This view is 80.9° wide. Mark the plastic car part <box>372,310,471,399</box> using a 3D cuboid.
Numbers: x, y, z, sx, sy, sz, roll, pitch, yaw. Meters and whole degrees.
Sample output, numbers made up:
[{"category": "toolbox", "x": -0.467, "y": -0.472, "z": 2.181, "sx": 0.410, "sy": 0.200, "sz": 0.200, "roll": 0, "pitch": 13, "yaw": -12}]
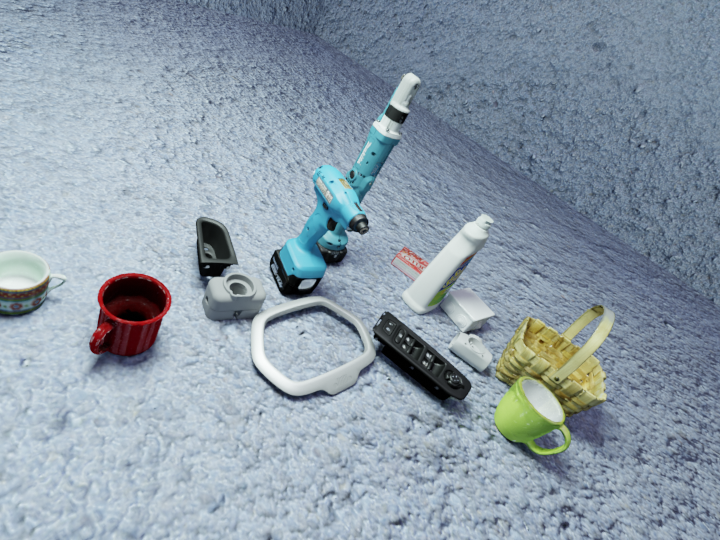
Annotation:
[{"category": "plastic car part", "x": 0.104, "y": 0.168, "z": 0.770, "sx": 0.207, "sy": 0.067, "sz": 0.065, "roll": 35, "pitch": 33, "yaw": 10}]

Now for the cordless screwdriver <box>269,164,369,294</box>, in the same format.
[{"category": "cordless screwdriver", "x": -0.075, "y": -0.049, "z": 0.767, "sx": 0.071, "sy": 0.248, "sz": 0.167, "roll": 2, "pitch": 43, "yaw": -38}]

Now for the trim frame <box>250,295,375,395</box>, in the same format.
[{"category": "trim frame", "x": -0.079, "y": 0.125, "z": 0.731, "sx": 0.238, "sy": 0.027, "sz": 0.193, "roll": -13, "pitch": 51, "yaw": -45}]

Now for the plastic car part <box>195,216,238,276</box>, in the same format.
[{"category": "plastic car part", "x": -0.271, "y": -0.034, "z": 0.765, "sx": 0.063, "sy": 0.071, "sz": 0.122, "roll": 5, "pitch": 41, "yaw": -34}]

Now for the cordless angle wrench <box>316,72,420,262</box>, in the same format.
[{"category": "cordless angle wrench", "x": 0.002, "y": -0.191, "z": 0.854, "sx": 0.071, "sy": 0.422, "sz": 0.103, "roll": 1, "pitch": 44, "yaw": -39}]
